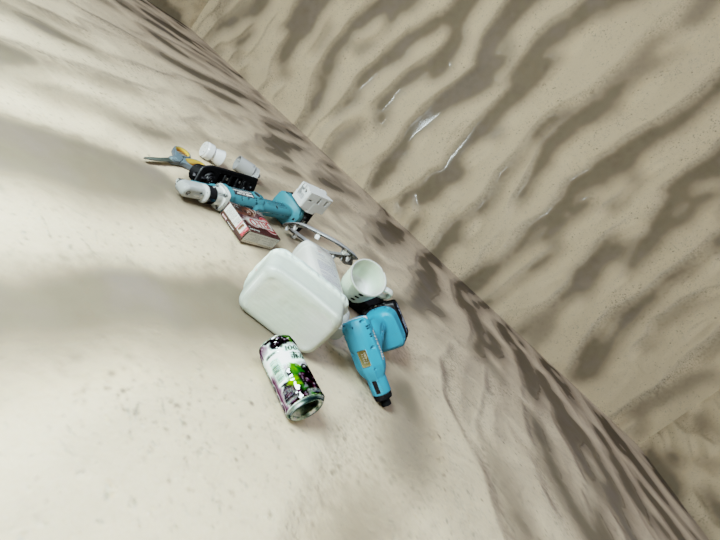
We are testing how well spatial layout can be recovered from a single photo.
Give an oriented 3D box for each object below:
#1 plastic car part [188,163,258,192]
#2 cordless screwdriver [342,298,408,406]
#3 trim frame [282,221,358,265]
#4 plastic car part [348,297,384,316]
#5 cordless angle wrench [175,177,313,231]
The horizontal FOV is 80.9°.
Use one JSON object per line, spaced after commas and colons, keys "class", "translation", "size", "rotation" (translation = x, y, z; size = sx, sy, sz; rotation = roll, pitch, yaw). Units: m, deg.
{"class": "plastic car part", "translation": [-0.320, -0.209, 0.974], "size": [0.069, 0.066, 0.197], "rotation": [36, 14, 14]}
{"class": "cordless screwdriver", "translation": [0.041, 0.149, 0.833], "size": [0.160, 0.076, 0.243], "rotation": [68, 16, 1]}
{"class": "trim frame", "translation": [-0.099, -0.065, 1.012], "size": [0.177, 0.027, 0.257], "rotation": [31, -10, -22]}
{"class": "plastic car part", "translation": [0.009, 0.080, 1.011], "size": [0.113, 0.067, 0.072], "rotation": [41, 30, -16]}
{"class": "cordless angle wrench", "translation": [-0.255, -0.157, 0.983], "size": [0.101, 0.075, 0.406], "rotation": [48, 19, 18]}
